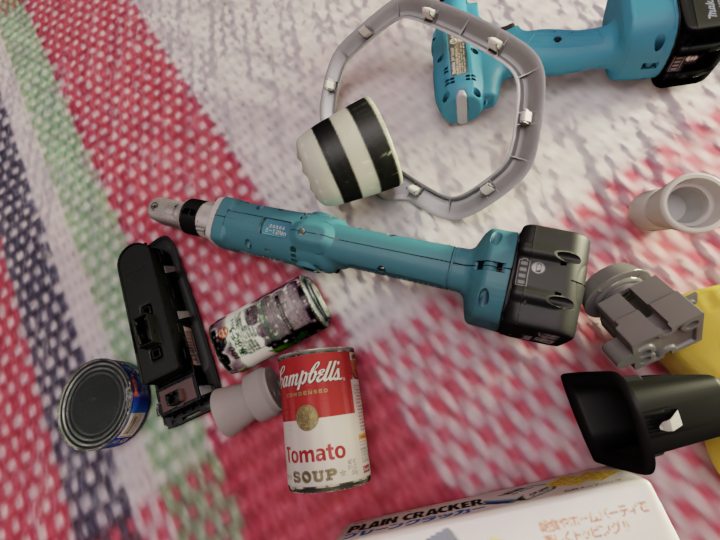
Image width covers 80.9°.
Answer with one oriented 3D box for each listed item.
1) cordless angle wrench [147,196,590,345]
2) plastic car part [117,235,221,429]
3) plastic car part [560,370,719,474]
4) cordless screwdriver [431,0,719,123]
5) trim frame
[{"bbox_3d":[-0.039,-0.025,0.398,0.440,0.093,0.075,13,79,22],"label":"cordless angle wrench"},{"bbox_3d":[-0.208,0.051,0.433,0.067,0.064,0.211,-30,64,10],"label":"plastic car part"},{"bbox_3d":[0.191,0.091,0.276,0.071,0.112,0.068,-15,70,3],"label":"plastic car part"},{"bbox_3d":[0.198,-0.240,0.416,0.256,0.071,0.162,-4,71,18],"label":"cordless screwdriver"},{"bbox_3d":[0.054,-0.160,0.416,0.259,0.026,0.184,43,117,23],"label":"trim frame"}]
